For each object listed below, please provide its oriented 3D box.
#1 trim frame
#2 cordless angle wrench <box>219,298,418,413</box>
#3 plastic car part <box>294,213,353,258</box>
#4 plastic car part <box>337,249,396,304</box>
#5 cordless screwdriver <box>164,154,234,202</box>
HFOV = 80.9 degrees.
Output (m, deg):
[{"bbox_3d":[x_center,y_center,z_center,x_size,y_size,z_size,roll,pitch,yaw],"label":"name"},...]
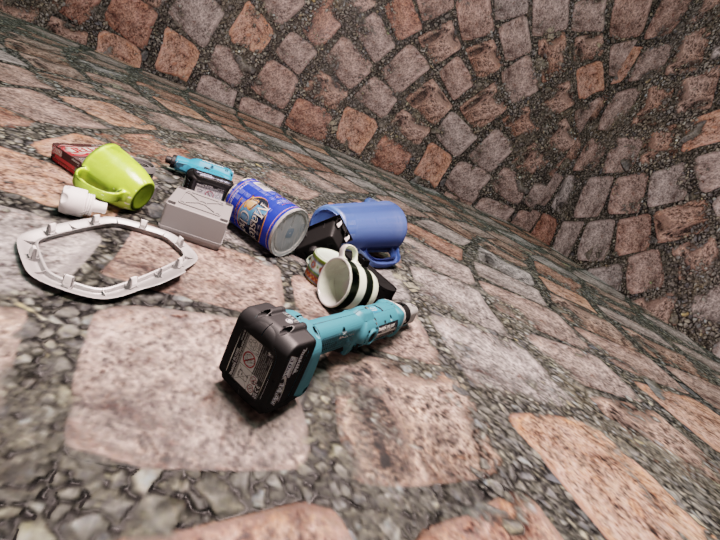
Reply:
[{"bbox_3d":[-0.332,-0.027,0.580,0.187,0.027,0.246,28,18,6],"label":"trim frame"},{"bbox_3d":[-0.007,0.081,0.589,0.078,0.097,0.405,31,17,25],"label":"cordless angle wrench"},{"bbox_3d":[-0.083,-0.054,0.848,0.072,0.119,0.063,-81,147,-56],"label":"plastic car part"},{"bbox_3d":[0.003,0.011,0.819,0.063,0.067,0.215,16,23,-45],"label":"plastic car part"},{"bbox_3d":[-0.358,-0.201,0.927,0.153,0.074,0.260,16,18,-23],"label":"cordless screwdriver"}]
